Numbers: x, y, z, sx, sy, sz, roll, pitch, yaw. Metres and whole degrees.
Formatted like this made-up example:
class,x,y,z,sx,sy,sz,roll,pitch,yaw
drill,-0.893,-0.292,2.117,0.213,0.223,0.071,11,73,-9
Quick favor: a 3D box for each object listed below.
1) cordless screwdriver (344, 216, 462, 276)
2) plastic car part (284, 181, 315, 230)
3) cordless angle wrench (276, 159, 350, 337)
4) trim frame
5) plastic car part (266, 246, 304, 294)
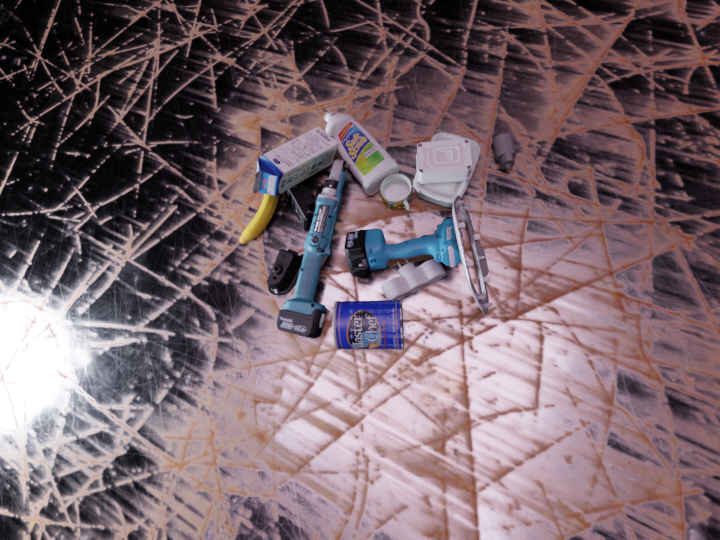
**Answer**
class,x,y,z,sx,sy,sz,roll,pitch,yaw
cordless screwdriver,0.095,-0.062,0.932,0.255,0.071,0.161,-5,33,17
plastic car part,-0.162,-0.201,1.054,0.066,0.064,0.210,-31,69,-10
cordless angle wrench,-0.095,-0.062,0.976,0.101,0.072,0.426,10,78,14
trim frame,0.228,-0.037,0.855,0.028,0.175,0.254,-17,70,24
plastic car part,-0.182,-0.002,0.990,0.068,0.068,0.117,20,75,16
